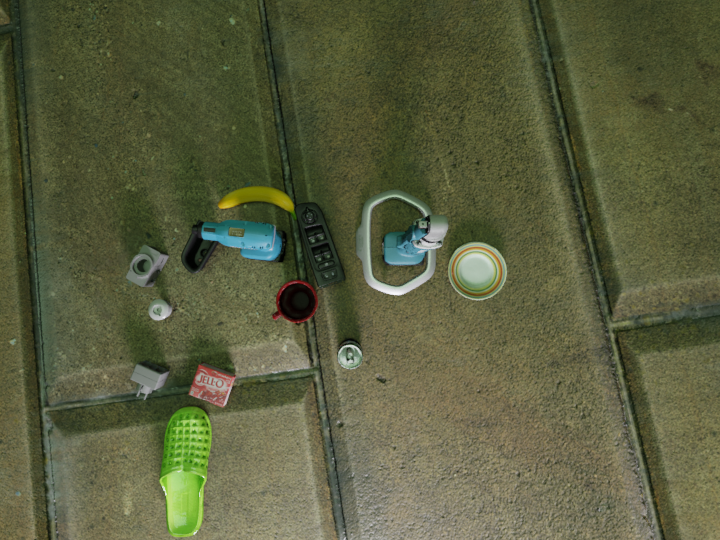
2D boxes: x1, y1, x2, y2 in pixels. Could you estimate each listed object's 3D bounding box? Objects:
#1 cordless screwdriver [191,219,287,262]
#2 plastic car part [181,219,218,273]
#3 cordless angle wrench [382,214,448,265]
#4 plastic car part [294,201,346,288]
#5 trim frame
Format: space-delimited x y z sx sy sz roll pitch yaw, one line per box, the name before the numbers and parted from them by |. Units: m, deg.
cordless screwdriver | -0.244 -0.066 0.900 0.160 0.247 0.074 6 87 0
plastic car part | -0.371 -0.051 0.996 0.067 0.070 0.116 26 87 3
cordless angle wrench | 0.104 -0.056 0.788 0.098 0.420 0.075 0 87 -1
plastic car part | -0.096 -0.063 0.980 0.066 0.066 0.205 -19 83 0
trim frame | 0.082 -0.068 0.988 0.185 0.027 0.250 -2 84 4
